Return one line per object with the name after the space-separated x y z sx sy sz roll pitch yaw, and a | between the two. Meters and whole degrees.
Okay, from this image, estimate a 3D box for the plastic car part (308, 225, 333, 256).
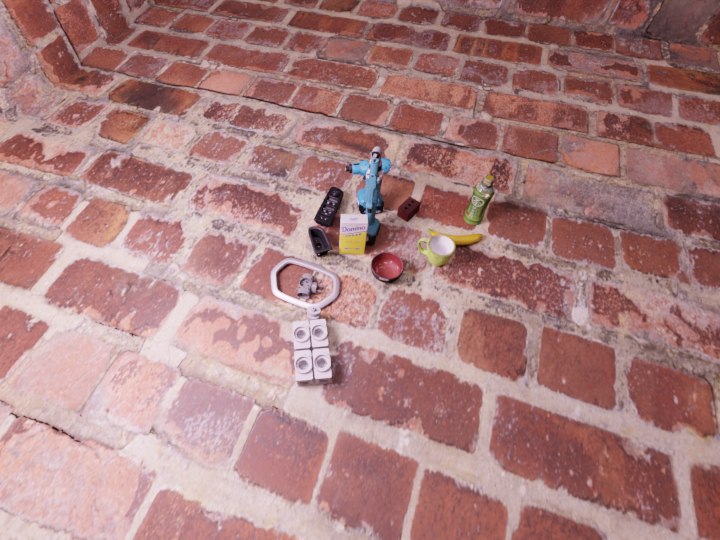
-0.149 -0.097 1.521 0.065 0.069 0.122 -16 57 -12 | plastic car part

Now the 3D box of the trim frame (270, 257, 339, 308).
-0.192 0.041 1.451 0.255 0.027 0.185 17 57 13 | trim frame

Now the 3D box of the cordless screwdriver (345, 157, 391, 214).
0.020 -0.309 1.560 0.158 0.241 0.077 -5 57 -6 | cordless screwdriver

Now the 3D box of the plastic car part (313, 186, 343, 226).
-0.116 -0.238 1.621 0.068 0.065 0.205 14 57 8 | plastic car part

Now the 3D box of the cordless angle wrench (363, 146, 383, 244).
0.038 -0.245 1.412 0.076 0.411 0.099 17 57 8 | cordless angle wrench
